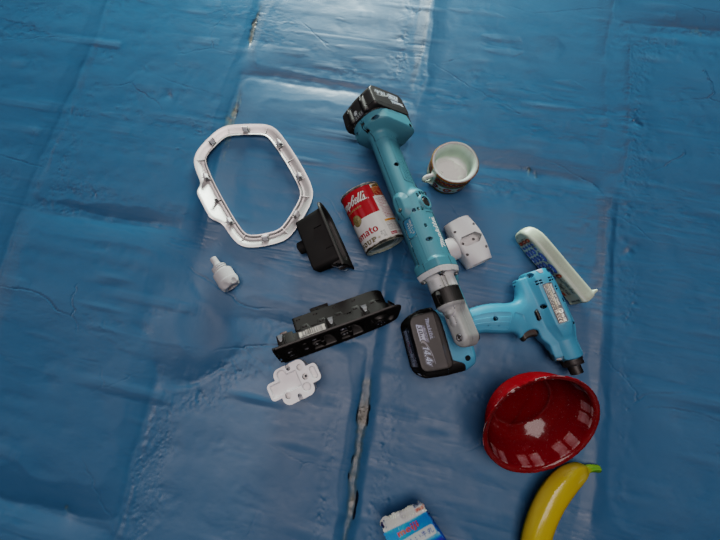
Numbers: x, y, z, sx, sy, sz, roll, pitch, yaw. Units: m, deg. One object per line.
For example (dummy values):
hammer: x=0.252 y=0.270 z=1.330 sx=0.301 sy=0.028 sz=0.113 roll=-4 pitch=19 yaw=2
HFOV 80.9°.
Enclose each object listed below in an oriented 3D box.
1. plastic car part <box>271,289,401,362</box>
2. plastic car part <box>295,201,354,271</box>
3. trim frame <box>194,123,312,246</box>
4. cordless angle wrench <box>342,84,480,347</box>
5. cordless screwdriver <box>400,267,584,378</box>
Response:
plastic car part: x=-0.038 y=0.082 z=0.656 sx=0.203 sy=0.063 sz=0.070 roll=-16 pitch=51 yaw=0
plastic car part: x=-0.068 y=-0.044 z=0.692 sx=0.071 sy=0.063 sz=0.120 roll=-29 pitch=73 yaw=9
trim frame: x=-0.193 y=-0.157 z=0.743 sx=0.183 sy=0.027 sz=0.254 roll=-30 pitch=77 yaw=-3
cordless angle wrench: x=0.080 y=-0.092 z=0.639 sx=0.093 sy=0.076 sz=0.436 roll=3 pitch=60 yaw=-41
cordless screwdriver: x=0.196 y=0.104 z=0.626 sx=0.247 sy=0.073 sz=0.163 roll=-17 pitch=76 yaw=-5
